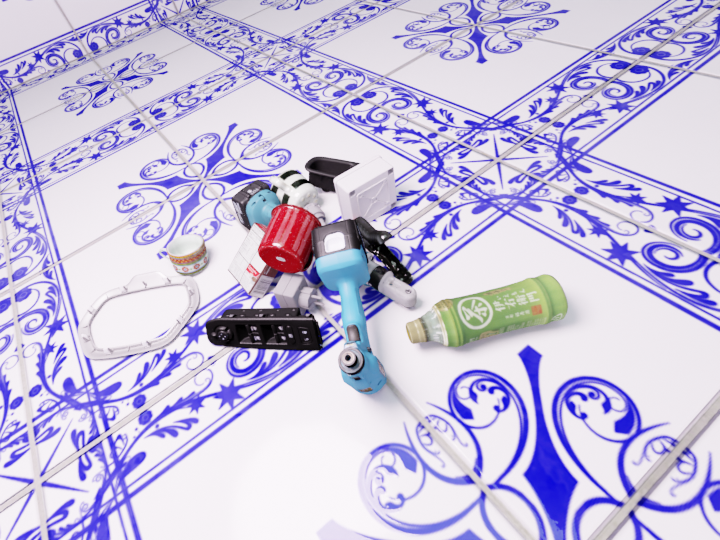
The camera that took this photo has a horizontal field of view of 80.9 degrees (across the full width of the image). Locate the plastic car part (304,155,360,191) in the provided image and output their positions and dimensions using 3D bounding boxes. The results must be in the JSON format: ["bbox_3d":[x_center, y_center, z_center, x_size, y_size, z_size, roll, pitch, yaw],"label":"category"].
[{"bbox_3d":[-0.064,-0.202,0.924,0.117,0.069,0.067,10,50,2],"label":"plastic car part"}]

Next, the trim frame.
[{"bbox_3d":[-0.429,0.079,0.813,0.251,0.026,0.191,-12,47,7],"label":"trim frame"}]

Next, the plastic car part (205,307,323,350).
[{"bbox_3d":[-0.163,0.090,0.705,0.207,0.063,0.068,-4,39,12],"label":"plastic car part"}]

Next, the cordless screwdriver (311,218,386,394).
[{"bbox_3d":[-0.019,0.041,0.603,0.075,0.152,0.257,-15,63,6],"label":"cordless screwdriver"}]

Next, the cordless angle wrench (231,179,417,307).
[{"bbox_3d":[-0.077,-0.050,0.787,0.446,0.094,0.073,31,59,31],"label":"cordless angle wrench"}]
